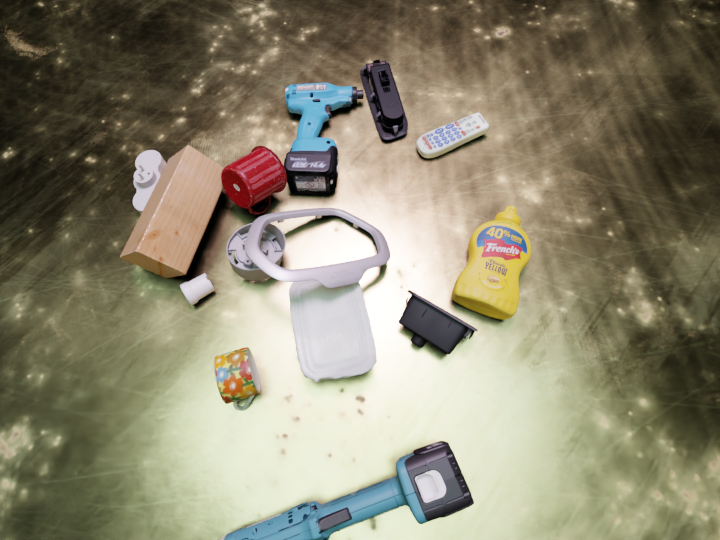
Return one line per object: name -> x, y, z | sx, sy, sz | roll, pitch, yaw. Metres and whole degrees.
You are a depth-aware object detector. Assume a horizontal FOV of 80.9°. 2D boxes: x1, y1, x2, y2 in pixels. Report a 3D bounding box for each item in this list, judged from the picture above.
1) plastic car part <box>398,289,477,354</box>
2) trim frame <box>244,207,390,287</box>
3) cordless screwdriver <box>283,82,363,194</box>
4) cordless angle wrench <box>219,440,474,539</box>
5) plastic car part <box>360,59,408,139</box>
plastic car part -> 0.111, 0.089, 0.656 | 0.121, 0.064, 0.071 | 28, 85, 18
trim frame -> -0.068, -0.044, 0.691 | 0.239, 0.027, 0.194 | -10, 44, -30
cordless screwdriver -> -0.070, -0.268, 0.820 | 0.160, 0.072, 0.255 | -3, 62, 3
cordless angle wrench -> -0.070, 0.334, 0.549 | 0.423, 0.095, 0.077 | -21, 68, 0
plastic car part -> 0.053, -0.357, 0.856 | 0.065, 0.066, 0.208 | -8, 68, -9
